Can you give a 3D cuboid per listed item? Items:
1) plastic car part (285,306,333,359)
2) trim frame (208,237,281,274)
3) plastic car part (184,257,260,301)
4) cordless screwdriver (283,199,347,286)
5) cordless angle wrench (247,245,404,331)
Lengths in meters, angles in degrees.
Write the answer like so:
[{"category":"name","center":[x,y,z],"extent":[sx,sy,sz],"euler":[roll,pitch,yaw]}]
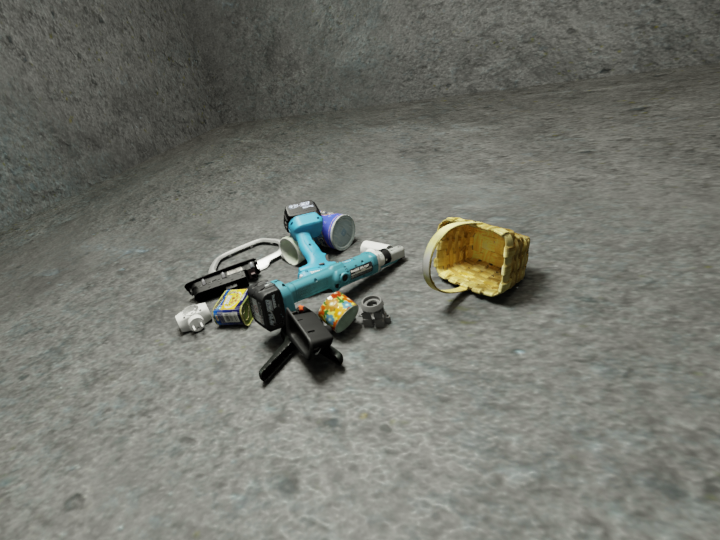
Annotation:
[{"category":"plastic car part","center":[-0.093,0.121,0.819],"extent":[0.069,0.064,0.123],"euler":[-16,32,-29]},{"category":"trim frame","center":[-0.340,-0.038,1.276],"extent":[0.243,0.026,0.194],"euler":[-26,32,-21]},{"category":"plastic car part","center":[-0.368,0.035,1.142],"extent":[0.201,0.064,0.070],"euler":[-17,55,-7]},{"category":"cordless screwdriver","center":[-0.108,-0.071,1.107],"extent":[0.156,0.073,0.259],"euler":[-11,58,-15]},{"category":"cordless angle wrench","center":[-0.052,0.014,0.976],"extent":[0.410,0.095,0.078],"euler":[-23,24,-32]}]
